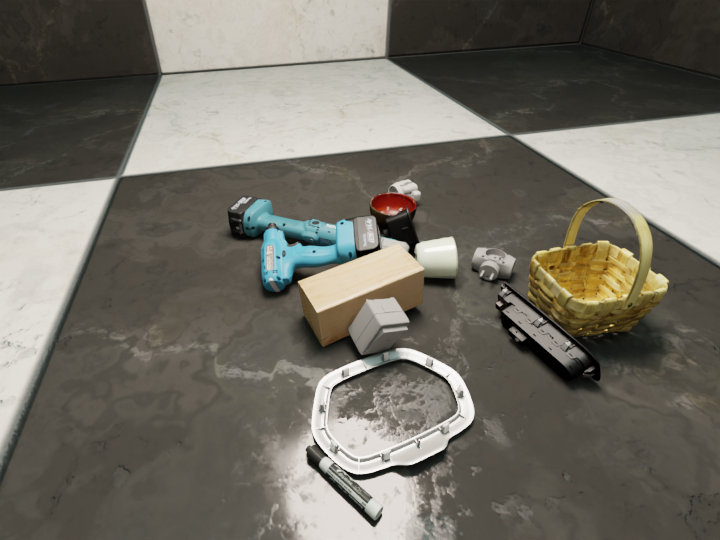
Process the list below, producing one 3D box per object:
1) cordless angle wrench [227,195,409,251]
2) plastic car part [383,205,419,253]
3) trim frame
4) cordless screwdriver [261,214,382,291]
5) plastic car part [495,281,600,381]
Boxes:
[{"bbox_3d":[-0.101,-0.087,0.959,0.438,0.072,0.098,14,40,19],"label":"cordless angle wrench"},{"bbox_3d":[0.088,-0.085,0.934,0.072,0.111,0.068,-21,33,11],"label":"plastic car part"},{"bbox_3d":[0.046,0.197,0.626,0.242,0.027,0.194,-15,40,-20],"label":"trim frame"},{"bbox_3d":[-0.085,-0.055,0.865,0.251,0.071,0.165,-13,55,7],"label":"cordless screwdriver"},{"bbox_3d":[0.298,0.106,0.705,0.066,0.064,0.215,-27,44,-18],"label":"plastic car part"}]
